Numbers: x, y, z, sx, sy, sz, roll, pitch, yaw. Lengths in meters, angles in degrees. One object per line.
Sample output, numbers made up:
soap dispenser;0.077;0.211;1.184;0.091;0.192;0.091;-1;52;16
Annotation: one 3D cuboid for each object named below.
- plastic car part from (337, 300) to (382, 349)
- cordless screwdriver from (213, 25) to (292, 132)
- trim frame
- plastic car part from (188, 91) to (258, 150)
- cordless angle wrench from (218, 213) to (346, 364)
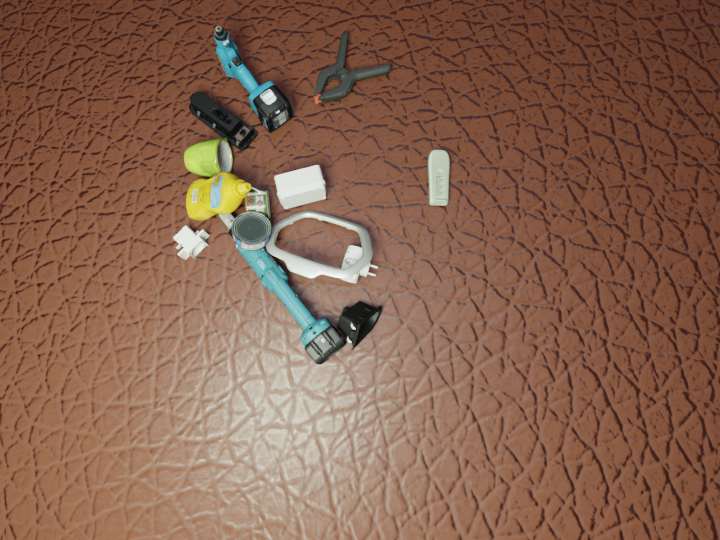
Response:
plastic car part;-0.009;0.105;0.914;0.073;0.114;0.065;24;120;18
cordless screwdriver;-0.269;-0.467;1.030;0.074;0.157;0.254;-37;81;-8
trim frame;-0.092;-0.060;0.946;0.257;0.026;0.184;18;51;17
plastic car part;-0.360;-0.387;1.067;0.208;0.065;0.066;37;88;13
cordless angle wrench;-0.193;0.016;0.946;0.074;0.095;0.435;-39;74;-4
